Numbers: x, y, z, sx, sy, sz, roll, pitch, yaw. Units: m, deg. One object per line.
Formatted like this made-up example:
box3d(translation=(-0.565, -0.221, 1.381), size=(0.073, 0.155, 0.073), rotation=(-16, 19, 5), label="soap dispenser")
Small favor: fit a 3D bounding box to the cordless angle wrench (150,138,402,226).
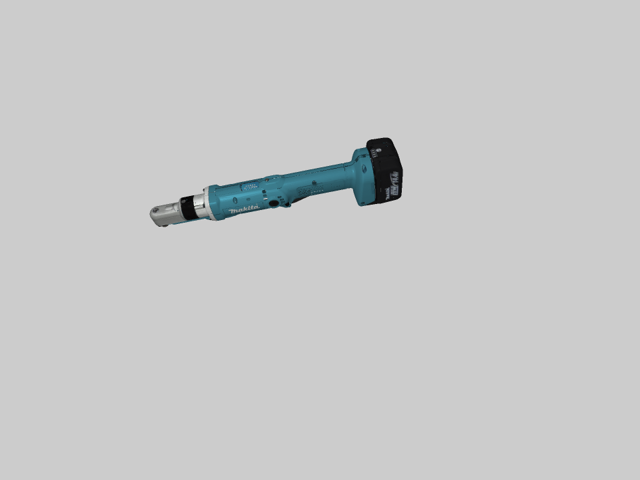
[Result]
box3d(translation=(-0.079, -0.080, 0.714), size=(0.423, 0.074, 0.098), rotation=(-11, -36, 1), label="cordless angle wrench")
